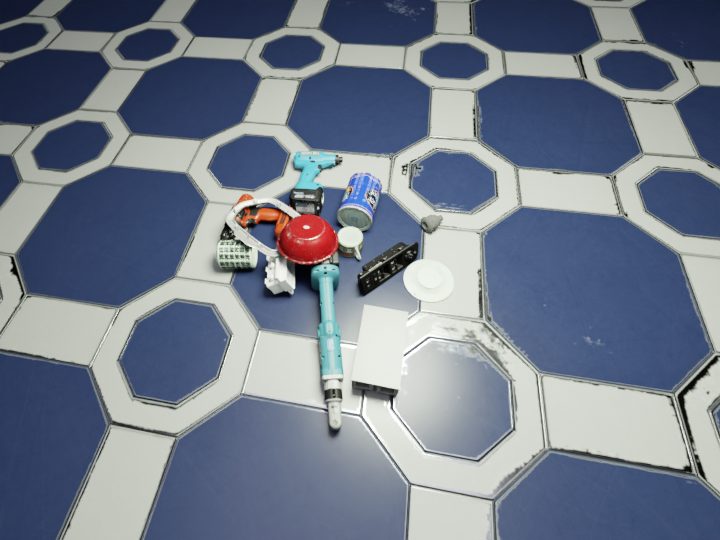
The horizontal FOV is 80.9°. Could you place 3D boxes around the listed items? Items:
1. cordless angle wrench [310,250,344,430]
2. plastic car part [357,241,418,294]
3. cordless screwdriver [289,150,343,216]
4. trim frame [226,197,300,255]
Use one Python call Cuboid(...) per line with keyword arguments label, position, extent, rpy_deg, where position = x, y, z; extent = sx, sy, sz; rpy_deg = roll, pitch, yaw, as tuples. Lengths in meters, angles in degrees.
Cuboid(label="cordless angle wrench", position=(-0.075, 0.151, 1.006), extent=(0.074, 0.095, 0.437), rpy_deg=(-3, 59, -6))
Cuboid(label="plastic car part", position=(0.069, -0.016, 1.129), extent=(0.200, 0.063, 0.071), rpy_deg=(-30, 35, -15))
Cuboid(label="cordless screwdriver", position=(-0.137, -0.279, 1.309), extent=(0.160, 0.072, 0.256), rpy_deg=(0, 52, 2))
Cuboid(label="trim frame", position=(-0.256, -0.127, 1.159), extent=(0.260, 0.027, 0.181), rpy_deg=(36, 59, 26))
